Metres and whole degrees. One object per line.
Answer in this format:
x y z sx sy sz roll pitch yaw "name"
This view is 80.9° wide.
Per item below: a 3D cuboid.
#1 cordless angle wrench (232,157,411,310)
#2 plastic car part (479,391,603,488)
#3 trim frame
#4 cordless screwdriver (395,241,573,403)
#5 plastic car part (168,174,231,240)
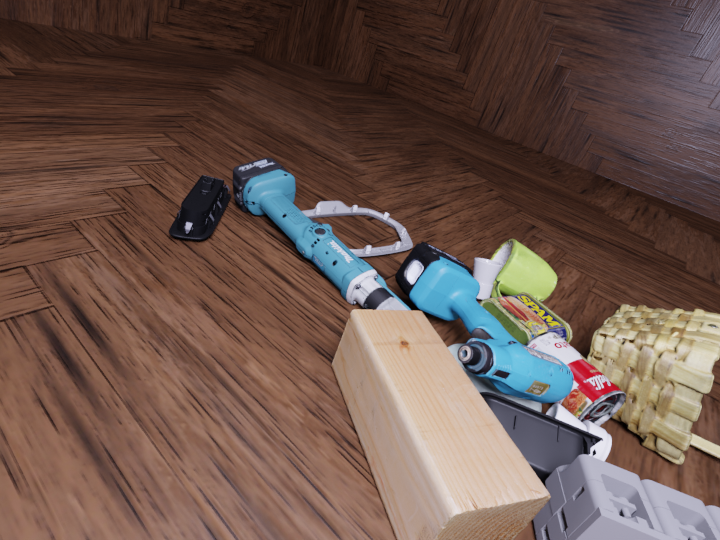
-0.064 -0.042 0.658 0.095 0.072 0.446 -25 51 -30 "cordless angle wrench"
0.163 0.180 0.418 0.119 0.064 0.071 19 43 10 "plastic car part"
-0.009 -0.083 0.805 0.238 0.027 0.195 -11 38 -37 "trim frame"
0.123 0.051 0.524 0.151 0.074 0.262 21 20 -32 "cordless screwdriver"
-0.257 -0.113 0.698 0.065 0.066 0.209 18 31 -15 "plastic car part"
